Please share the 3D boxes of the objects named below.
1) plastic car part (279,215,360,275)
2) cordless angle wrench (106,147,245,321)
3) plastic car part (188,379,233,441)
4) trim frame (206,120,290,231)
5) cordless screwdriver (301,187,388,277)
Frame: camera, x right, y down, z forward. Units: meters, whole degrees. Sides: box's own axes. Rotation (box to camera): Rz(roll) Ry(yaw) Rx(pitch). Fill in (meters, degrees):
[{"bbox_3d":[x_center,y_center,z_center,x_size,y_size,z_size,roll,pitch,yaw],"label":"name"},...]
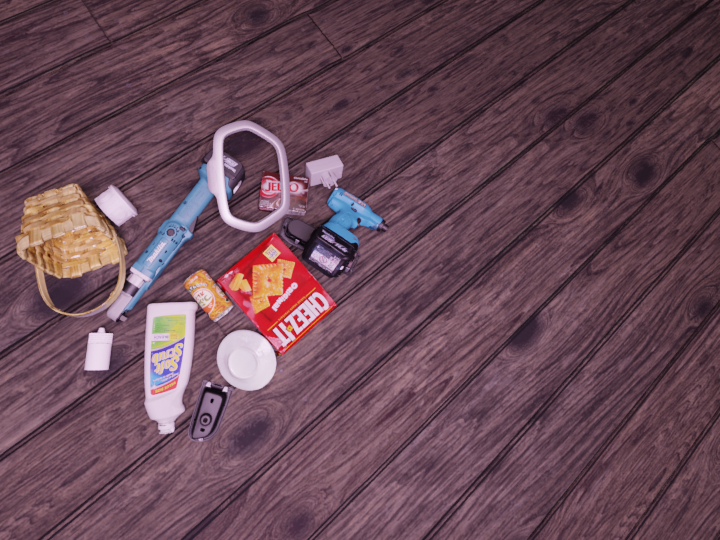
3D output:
[{"bbox_3d":[-0.096,-0.063,0.978,0.203,0.067,0.066,27,80,-1],"label":"plastic car part"},{"bbox_3d":[-0.405,-0.077,0.918,0.097,0.075,0.423,33,75,-5],"label":"cordless angle wrench"},{"bbox_3d":[-0.303,0.286,0.842,0.065,0.071,0.118,17,71,-8],"label":"plastic car part"},{"bbox_3d":[-0.244,-0.208,0.933,0.177,0.028,0.248,-6,91,-29],"label":"trim frame"},{"bbox_3d":[-0.024,-0.082,0.937,0.158,0.074,0.251,29,38,-6],"label":"cordless screwdriver"}]
